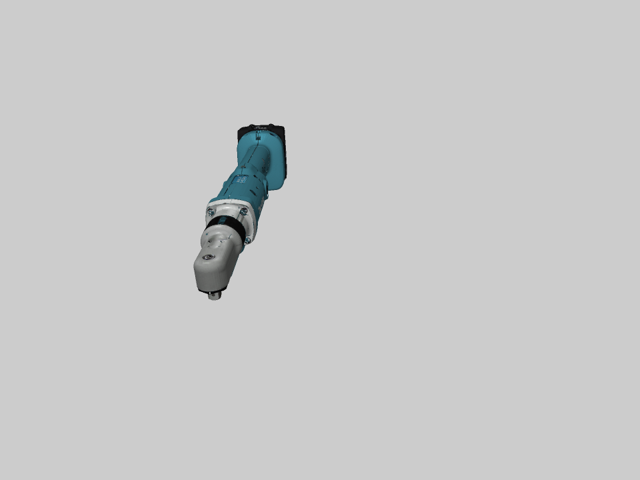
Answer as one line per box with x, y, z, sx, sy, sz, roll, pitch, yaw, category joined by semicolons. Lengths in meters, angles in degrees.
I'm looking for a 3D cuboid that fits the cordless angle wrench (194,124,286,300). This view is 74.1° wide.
-0.093;-0.061;0.535;0.074;0.098;0.421;-1;26;0;cordless angle wrench
